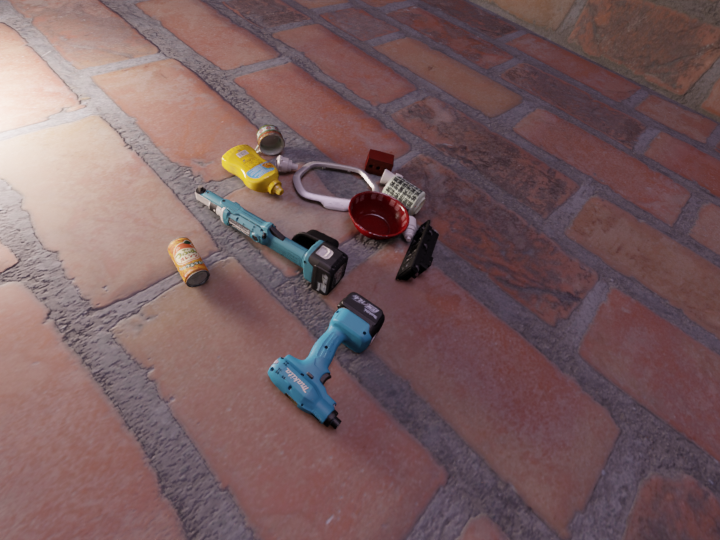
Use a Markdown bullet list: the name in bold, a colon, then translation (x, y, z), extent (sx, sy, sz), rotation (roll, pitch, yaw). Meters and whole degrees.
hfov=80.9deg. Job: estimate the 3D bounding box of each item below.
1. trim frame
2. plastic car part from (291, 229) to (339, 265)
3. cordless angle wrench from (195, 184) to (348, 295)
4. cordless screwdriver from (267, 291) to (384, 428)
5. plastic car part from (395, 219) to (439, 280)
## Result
- **trim frame**: translation (-0.067, -0.239, 1.183), extent (0.245, 0.027, 0.190), rotation (7, 49, -9)
- **plastic car part**: translation (-0.099, -0.065, 1.015), extent (0.120, 0.065, 0.069), rotation (31, 35, 16)
- **cordless angle wrench**: translation (-0.229, -0.091, 0.992), extent (0.438, 0.096, 0.073), rotation (30, 50, 18)
- **cordless screwdriver**: translation (-0.041, 0.168, 0.820), extent (0.165, 0.073, 0.245), rotation (36, 57, 17)
- **plastic car part**: translation (0.152, -0.050, 1.049), extent (0.067, 0.066, 0.204), rotation (27, 49, -5)
